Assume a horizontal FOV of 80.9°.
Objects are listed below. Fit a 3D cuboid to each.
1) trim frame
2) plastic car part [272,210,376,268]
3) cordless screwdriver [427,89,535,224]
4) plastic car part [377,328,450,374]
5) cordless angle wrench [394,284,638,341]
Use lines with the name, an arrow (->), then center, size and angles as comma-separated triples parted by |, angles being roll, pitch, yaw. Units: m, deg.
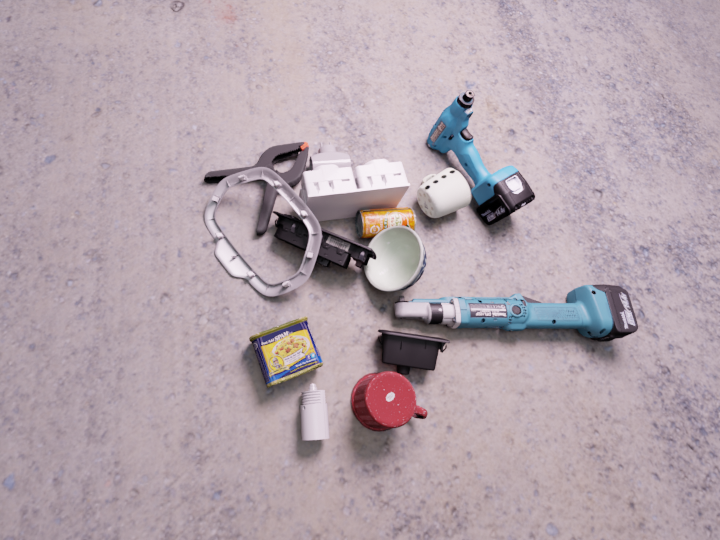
trim frame -> -0.178, -0.072, 0.751 | 0.185, 0.027, 0.254 | -43, 78, 11
plastic car part -> -0.075, -0.049, 0.762 | 0.209, 0.064, 0.067 | 27, 92, 15
cordless screwdriver -> 0.239, -0.223, 0.834 | 0.073, 0.158, 0.255 | -28, 77, -20
plastic car part -> 0.083, 0.141, 0.720 | 0.116, 0.066, 0.071 | 5, 82, -3
cordless angle wrench -> 0.270, 0.076, 0.764 | 0.419, 0.073, 0.100 | 1, 68, -5
